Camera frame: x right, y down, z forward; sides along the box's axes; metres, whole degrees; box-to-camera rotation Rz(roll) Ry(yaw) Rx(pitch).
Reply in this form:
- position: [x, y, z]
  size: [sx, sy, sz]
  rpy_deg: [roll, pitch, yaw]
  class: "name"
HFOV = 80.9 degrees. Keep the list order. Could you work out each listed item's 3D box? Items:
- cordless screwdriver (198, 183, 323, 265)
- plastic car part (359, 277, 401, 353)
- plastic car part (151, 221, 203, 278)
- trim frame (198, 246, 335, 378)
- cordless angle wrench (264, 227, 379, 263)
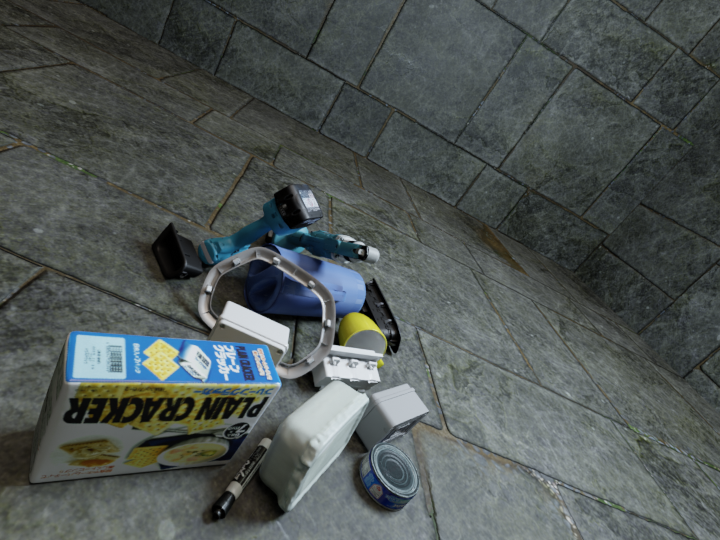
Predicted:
- position: [-0.195, -0.086, 0.864]
  size: [0.075, 0.253, 0.156]
  rpy_deg: [65, 19, 0]
  class: "cordless screwdriver"
- position: [0.037, 0.101, 0.981]
  size: [0.064, 0.066, 0.213]
  rpy_deg: [6, 33, -28]
  class: "plastic car part"
- position: [-0.336, -0.024, 0.800]
  size: [0.122, 0.066, 0.067]
  rpy_deg: [51, 15, 31]
  class: "plastic car part"
- position: [-0.156, 0.068, 0.711]
  size: [0.252, 0.184, 0.027]
  rpy_deg: [33, -11, 8]
  class: "trim frame"
- position: [-0.087, -0.057, 0.887]
  size: [0.093, 0.074, 0.443]
  rpy_deg: [18, 0, -31]
  class: "cordless angle wrench"
